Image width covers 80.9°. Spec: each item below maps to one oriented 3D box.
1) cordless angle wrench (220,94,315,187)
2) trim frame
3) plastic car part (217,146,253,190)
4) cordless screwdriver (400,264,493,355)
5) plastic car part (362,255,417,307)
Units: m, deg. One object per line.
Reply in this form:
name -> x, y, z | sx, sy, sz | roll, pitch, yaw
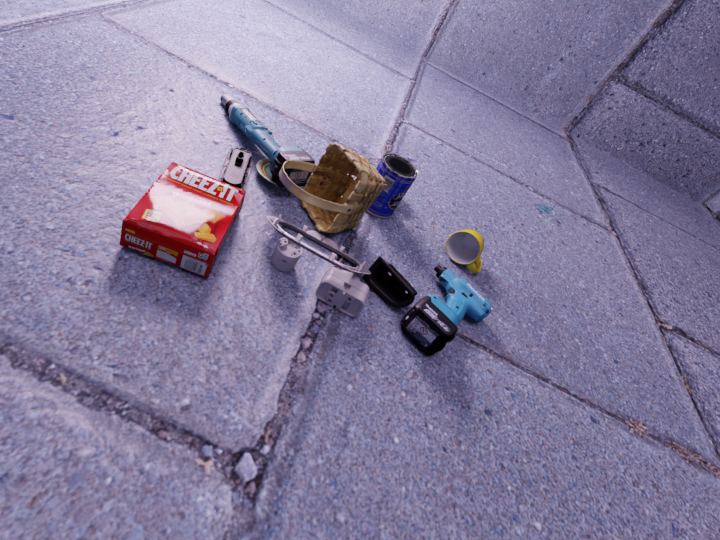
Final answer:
cordless angle wrench -> -0.271, -0.363, 1.107 | 0.094, 0.073, 0.445 | -11, 46, -39
trim frame -> -0.087, -0.057, 0.886 | 0.250, 0.027, 0.184 | 27, 9, 1
plastic car part -> -0.287, -0.231, 0.980 | 0.064, 0.067, 0.209 | 23, 42, -22
cordless screwdriver -> 0.175, 0.071, 0.918 | 0.165, 0.074, 0.240 | 46, 38, 20
plastic car part -> 0.074, 0.029, 0.916 | 0.121, 0.066, 0.068 | 45, 25, 18
